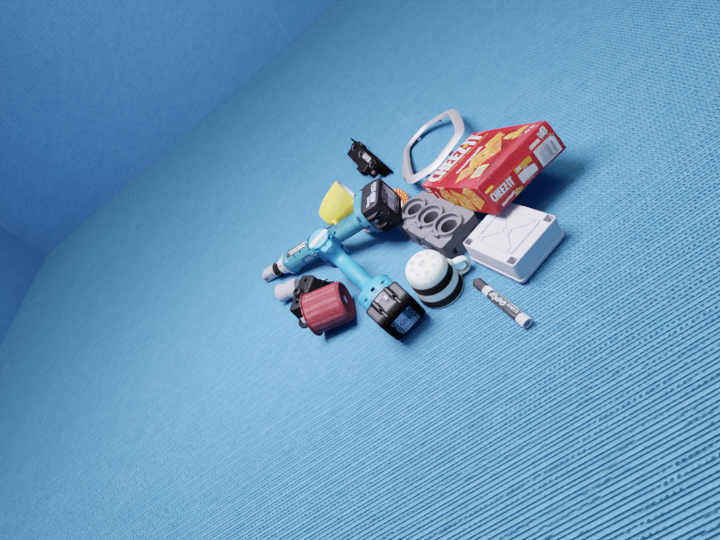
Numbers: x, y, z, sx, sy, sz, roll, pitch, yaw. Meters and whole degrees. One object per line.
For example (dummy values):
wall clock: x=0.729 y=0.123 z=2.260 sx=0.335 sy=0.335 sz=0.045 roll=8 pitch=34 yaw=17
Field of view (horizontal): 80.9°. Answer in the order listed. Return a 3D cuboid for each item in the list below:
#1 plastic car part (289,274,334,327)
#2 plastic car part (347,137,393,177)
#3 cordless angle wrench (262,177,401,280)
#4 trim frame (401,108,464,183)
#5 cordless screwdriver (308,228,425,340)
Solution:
plastic car part: x=-0.115 y=0.056 z=0.915 sx=0.069 sy=0.067 sz=0.117 roll=-8 pitch=47 yaw=38
plastic car part: x=0.014 y=-0.297 z=1.133 sx=0.067 sy=0.063 sz=0.213 roll=-58 pitch=34 yaw=24
cordless angle wrench: x=-0.095 y=-0.062 z=0.969 sx=0.434 sy=0.071 sz=0.100 roll=-28 pitch=40 yaw=37
trim frame: x=0.160 y=-0.288 z=0.980 sx=0.187 sy=0.026 sz=0.255 roll=-39 pitch=29 yaw=27
cordless screwdriver: x=0.011 y=0.024 z=0.804 sx=0.074 sy=0.150 sz=0.263 roll=-47 pitch=53 yaw=0
